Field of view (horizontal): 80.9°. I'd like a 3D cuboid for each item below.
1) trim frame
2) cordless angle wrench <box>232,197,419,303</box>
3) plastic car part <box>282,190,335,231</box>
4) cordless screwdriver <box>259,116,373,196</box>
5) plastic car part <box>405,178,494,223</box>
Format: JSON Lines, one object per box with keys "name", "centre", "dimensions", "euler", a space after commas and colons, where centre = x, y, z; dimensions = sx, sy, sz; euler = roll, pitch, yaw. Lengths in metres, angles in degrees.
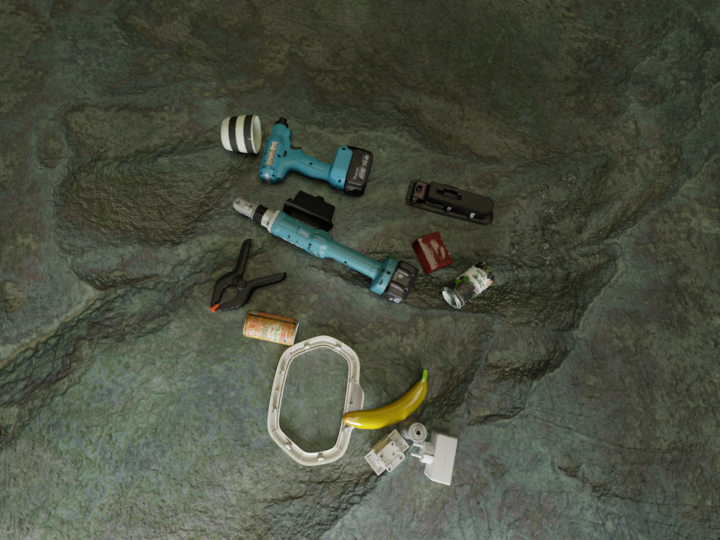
{"name": "trim frame", "centre": [-0.087, 0.257, 0.850], "dimensions": [0.184, 0.027, 0.251], "euler": [10, 73, -1]}
{"name": "cordless angle wrench", "centre": [-0.088, -0.058, 0.902], "dimensions": [0.430, 0.096, 0.074], "euler": [26, 79, 8]}
{"name": "plastic car part", "centre": [-0.108, -0.137, 0.940], "dimensions": [0.116, 0.065, 0.072], "euler": [21, 62, -2]}
{"name": "cordless screwdriver", "centre": [-0.097, -0.261, 0.963], "dimensions": [0.251, 0.073, 0.161], "euler": [10, 75, 4]}
{"name": "plastic car part", "centre": [0.212, -0.163, 0.957], "dimensions": [0.203, 0.066, 0.067], "euler": [17, 69, -1]}
